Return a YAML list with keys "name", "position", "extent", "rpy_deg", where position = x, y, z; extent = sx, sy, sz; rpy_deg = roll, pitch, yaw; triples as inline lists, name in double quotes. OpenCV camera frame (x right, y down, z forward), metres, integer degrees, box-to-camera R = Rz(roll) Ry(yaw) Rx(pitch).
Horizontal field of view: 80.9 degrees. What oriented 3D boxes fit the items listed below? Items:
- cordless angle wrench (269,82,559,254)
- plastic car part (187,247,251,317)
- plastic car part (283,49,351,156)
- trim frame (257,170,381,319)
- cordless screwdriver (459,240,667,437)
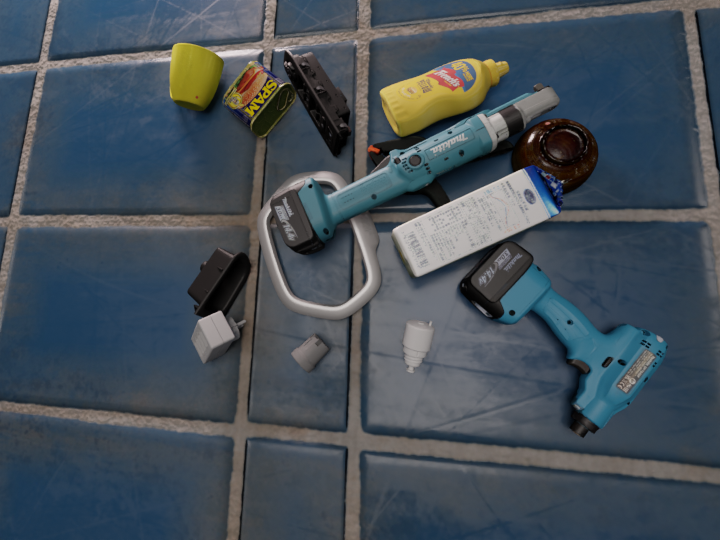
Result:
- name: "cordless angle wrench"
  position: [0.077, -0.149, 0.608]
  extent: [0.426, 0.072, 0.100]
  rpy_deg: [-25, 77, 8]
- name: "plastic car part"
  position: [-0.233, 0.014, 0.682]
  extent: [0.074, 0.063, 0.116]
  rpy_deg: [24, 81, 26]
- name: "plastic car part"
  position: [-0.068, -0.293, 0.704]
  extent: [0.067, 0.065, 0.208]
  rpy_deg: [-31, 75, -8]
- name: "trim frame"
  position: [-0.066, -0.043, 0.673]
  extent: [0.186, 0.026, 0.255]
  rpy_deg: [-22, 74, 7]
- name: "cordless screwdriver"
  position: [0.246, 0.085, 0.563]
  extent: [0.255, 0.073, 0.159]
  rpy_deg: [38, 88, 11]
